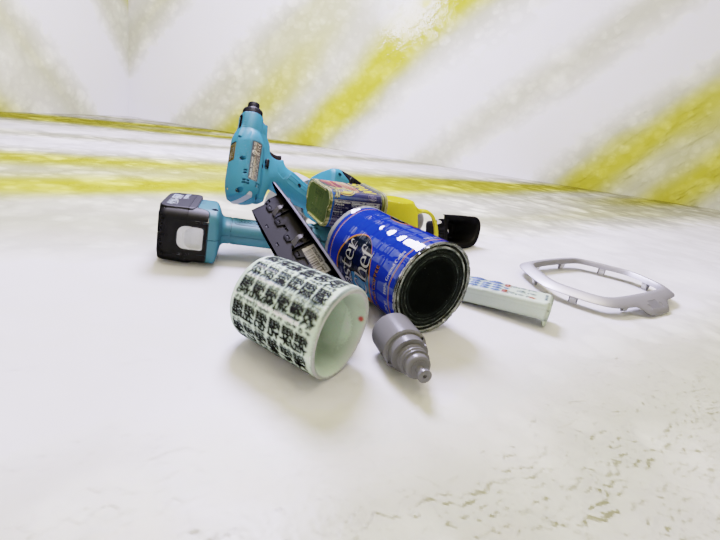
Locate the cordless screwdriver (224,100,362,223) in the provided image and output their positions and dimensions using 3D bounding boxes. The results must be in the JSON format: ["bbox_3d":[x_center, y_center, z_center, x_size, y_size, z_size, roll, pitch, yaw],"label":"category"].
[{"bbox_3d":[-0.099,-0.156,0.682,0.235,0.161,0.077,17,-21,-41],"label":"cordless screwdriver"}]

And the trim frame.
[{"bbox_3d":[0.367,0.019,0.660,0.238,0.027,0.195,-3,22,-34],"label":"trim frame"}]

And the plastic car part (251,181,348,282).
[{"bbox_3d":[-0.072,-0.019,0.476,0.067,0.063,0.213,-29,54,-4],"label":"plastic car part"}]

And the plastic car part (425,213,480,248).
[{"bbox_3d":[0.166,-0.074,0.800,0.111,0.065,0.075,-6,10,-44],"label":"plastic car part"}]

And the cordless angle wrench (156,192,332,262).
[{"bbox_3d":[-0.058,-0.038,0.595,0.415,0.073,0.101,7,19,-10],"label":"cordless angle wrench"}]
